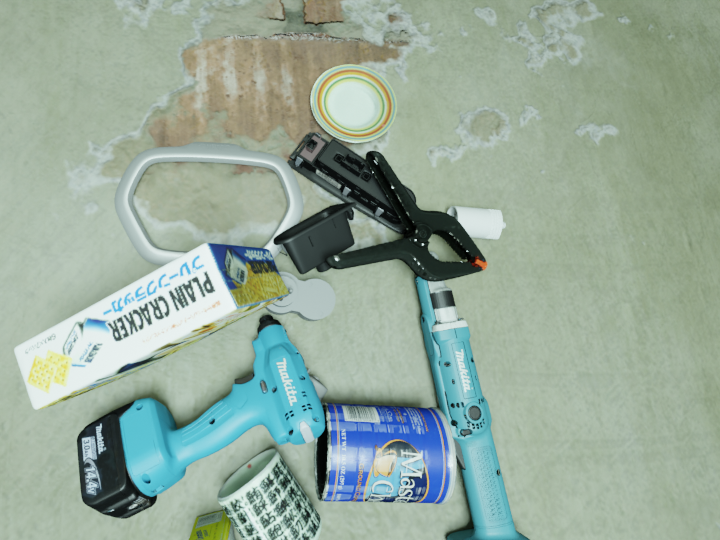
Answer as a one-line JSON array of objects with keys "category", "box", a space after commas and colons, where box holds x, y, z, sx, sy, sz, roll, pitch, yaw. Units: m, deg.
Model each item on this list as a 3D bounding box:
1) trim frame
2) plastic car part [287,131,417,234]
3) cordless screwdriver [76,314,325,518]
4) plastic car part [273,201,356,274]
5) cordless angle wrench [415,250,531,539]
[{"category": "trim frame", "box": [-0.201, -0.092, 0.572, 0.246, 0.027, 0.186, 0, 77, -7]}, {"category": "plastic car part", "box": [0.000, -0.129, 0.595, 0.202, 0.067, 0.066, 35, 67, -2]}, {"category": "cordless screwdriver", "box": [-0.179, 0.154, 0.480, 0.246, 0.071, 0.167, -22, 51, -10]}, {"category": "plastic car part", "box": [-0.055, -0.036, 0.557, 0.114, 0.069, 0.069, -36, 109, -26]}, {"category": "cordless angle wrench", "box": [0.130, 0.179, 0.534, 0.096, 0.074, 0.431, -7, 75, -12]}]
